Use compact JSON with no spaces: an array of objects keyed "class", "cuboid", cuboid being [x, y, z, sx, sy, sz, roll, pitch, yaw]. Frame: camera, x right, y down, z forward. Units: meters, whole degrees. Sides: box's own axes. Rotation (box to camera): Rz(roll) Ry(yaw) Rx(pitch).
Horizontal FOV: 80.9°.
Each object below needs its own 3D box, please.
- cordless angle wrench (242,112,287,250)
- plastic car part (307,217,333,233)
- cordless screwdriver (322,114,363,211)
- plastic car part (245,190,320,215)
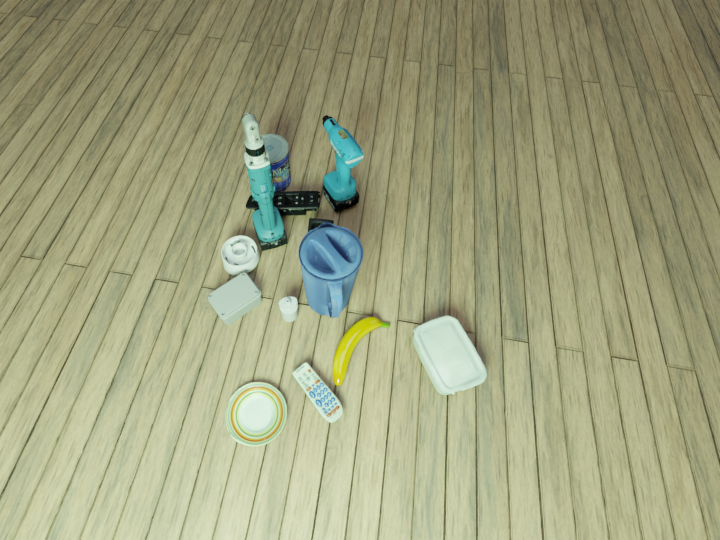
[{"class":"cordless angle wrench","cuboid":[-0.226,-0.188,0.974,0.073,0.413,0.102,-17,65,-14]},{"class":"plastic car part","cuboid":[-0.108,-0.071,1.105,0.066,0.069,0.119,5,61,-1]},{"class":"cordless screwdriver","cuboid":[-0.059,-0.280,1.125,0.073,0.243,0.166,-23,66,-17]},{"class":"plastic car part","cuboid":[-0.213,-0.183,1.170,0.203,0.065,0.068,1,61,0]}]
